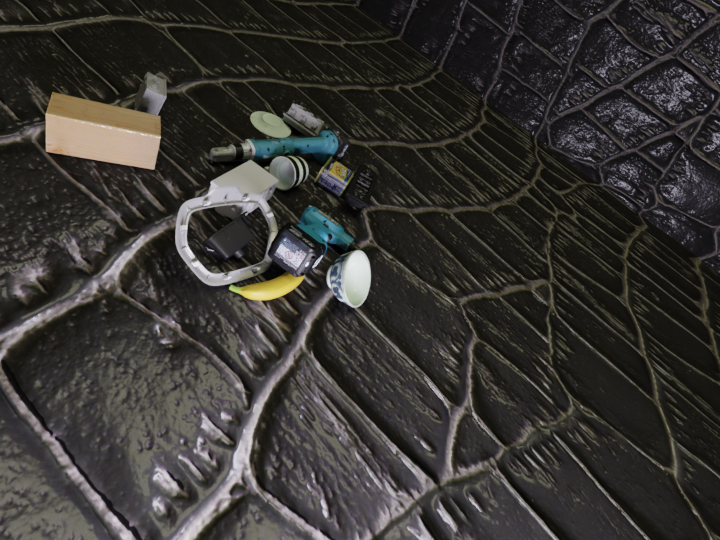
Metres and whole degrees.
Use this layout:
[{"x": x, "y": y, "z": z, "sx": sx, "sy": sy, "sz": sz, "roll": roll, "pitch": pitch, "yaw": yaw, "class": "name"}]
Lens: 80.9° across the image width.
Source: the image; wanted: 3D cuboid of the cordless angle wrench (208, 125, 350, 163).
[{"x": -0.213, "y": -0.331, "z": 1.151, "sx": 0.407, "sy": 0.098, "sz": 0.077, "roll": -18, "pitch": 65, "yaw": -39, "class": "cordless angle wrench"}]

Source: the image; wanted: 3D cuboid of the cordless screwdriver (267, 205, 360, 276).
[{"x": -0.090, "y": -0.059, "z": 0.925, "sx": 0.160, "sy": 0.074, "sz": 0.247, "roll": 34, "pitch": 24, "yaw": 0, "class": "cordless screwdriver"}]

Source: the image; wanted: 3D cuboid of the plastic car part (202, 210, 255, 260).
[{"x": -0.261, "y": -0.059, "z": 0.863, "sx": 0.070, "sy": 0.067, "sz": 0.116, "roll": 45, "pitch": 42, "yaw": -8, "class": "plastic car part"}]

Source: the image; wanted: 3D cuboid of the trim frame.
[{"x": -0.247, "y": -0.071, "z": 0.820, "sx": 0.239, "sy": 0.029, "sz": 0.183, "roll": -17, "pitch": 96, "yaw": -51, "class": "trim frame"}]

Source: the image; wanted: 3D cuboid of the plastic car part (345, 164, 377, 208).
[{"x": 0.002, "y": -0.231, "z": 1.194, "sx": 0.066, "sy": 0.066, "sz": 0.205, "roll": 22, "pitch": 43, "yaw": -3, "class": "plastic car part"}]
